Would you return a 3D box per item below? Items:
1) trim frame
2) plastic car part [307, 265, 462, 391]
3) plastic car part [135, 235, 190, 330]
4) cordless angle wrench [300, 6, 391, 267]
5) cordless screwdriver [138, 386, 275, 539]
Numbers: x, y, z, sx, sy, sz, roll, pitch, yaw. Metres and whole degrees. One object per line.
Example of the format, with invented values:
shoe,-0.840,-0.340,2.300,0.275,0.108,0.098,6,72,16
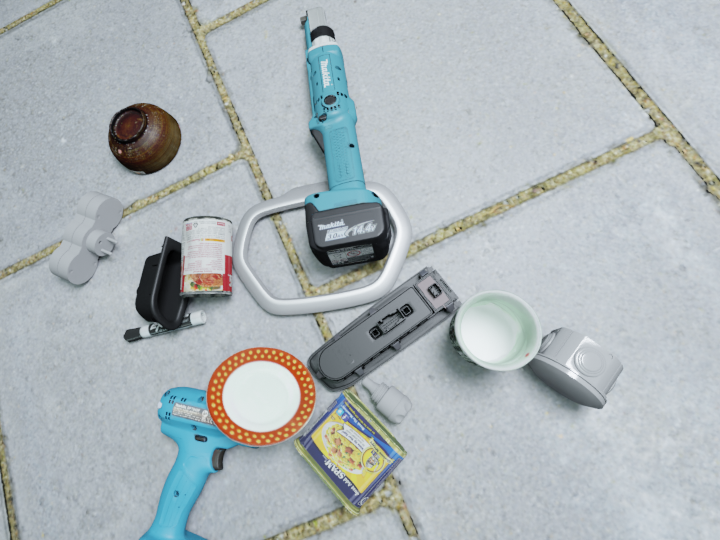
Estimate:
trim frame,-0.056,-0.037,0.572,0.252,0.026,0.188,-11,75,10
plastic car part,0.025,0.075,0.510,0.203,0.066,0.068,-37,81,3
plastic car part,-0.276,0.021,0.581,0.074,0.062,0.118,-5,65,29
cordless angle wrench,-0.039,-0.215,0.583,0.099,0.071,0.435,-11,66,6
cordless screwdriver,-0.185,0.276,0.495,0.163,0.072,0.252,6,73,12
